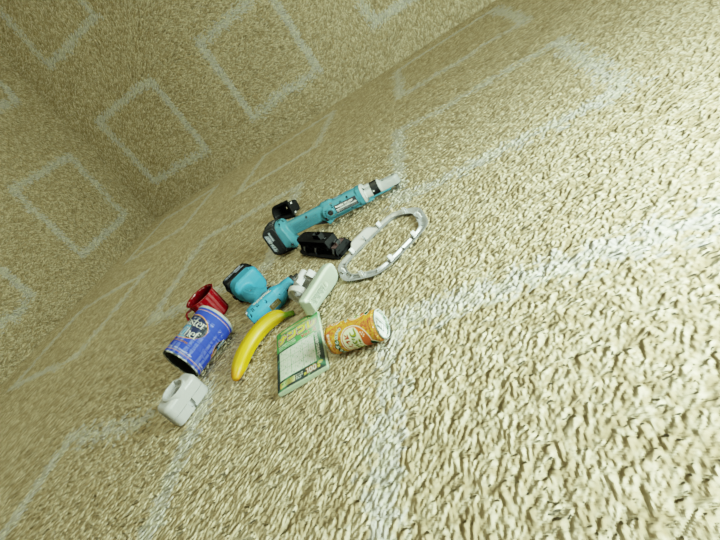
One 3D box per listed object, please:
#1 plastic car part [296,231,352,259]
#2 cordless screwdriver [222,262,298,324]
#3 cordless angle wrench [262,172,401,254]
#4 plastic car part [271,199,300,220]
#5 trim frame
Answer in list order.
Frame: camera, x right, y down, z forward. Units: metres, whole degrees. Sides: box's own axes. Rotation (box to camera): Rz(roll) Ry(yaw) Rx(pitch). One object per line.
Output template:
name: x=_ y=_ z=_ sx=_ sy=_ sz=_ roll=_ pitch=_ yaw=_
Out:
plastic car part: x=-0.109 y=-0.071 z=1.116 sx=0.212 sy=0.064 sz=0.066 roll=4 pitch=54 yaw=55
cordless screwdriver: x=-0.260 y=0.040 z=1.108 sx=0.158 sy=0.071 sz=0.262 roll=-44 pitch=32 yaw=-14
cordless angle wrench: x=-0.085 y=-0.173 z=1.210 sx=0.431 sy=0.094 sz=0.076 roll=-24 pitch=25 yaw=18
plastic car part: x=-0.264 y=-0.224 z=1.524 sx=0.121 sy=0.064 sz=0.069 roll=-8 pitch=23 yaw=48
trim frame: x=0.047 y=-0.065 z=0.960 sx=0.247 sy=0.026 sz=0.193 roll=-47 pitch=28 yaw=-13
